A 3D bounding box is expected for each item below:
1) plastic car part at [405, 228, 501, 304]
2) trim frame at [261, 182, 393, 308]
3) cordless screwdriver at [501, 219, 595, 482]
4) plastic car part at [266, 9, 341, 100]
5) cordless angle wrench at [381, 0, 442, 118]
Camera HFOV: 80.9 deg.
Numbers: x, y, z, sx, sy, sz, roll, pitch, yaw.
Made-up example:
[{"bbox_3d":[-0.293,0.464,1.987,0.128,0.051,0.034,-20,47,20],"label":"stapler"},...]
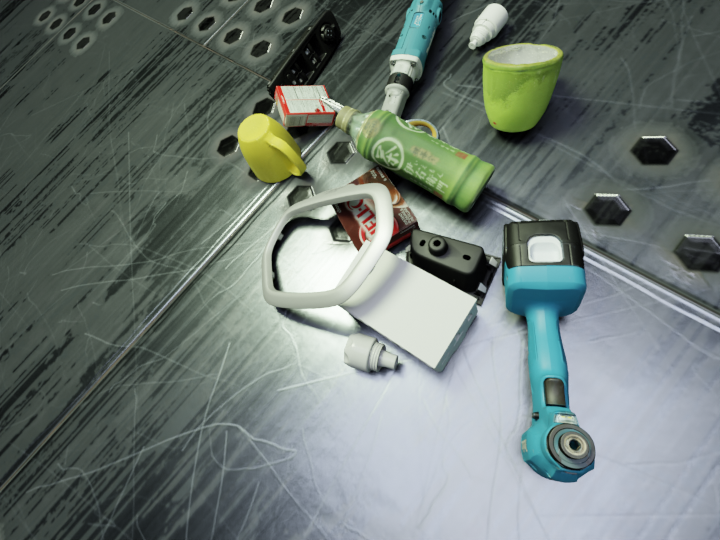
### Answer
[{"bbox_3d":[0.105,-0.017,0.522,0.122,0.068,0.066,23,75,23],"label":"plastic car part"},{"bbox_3d":[-0.055,-0.036,0.563,0.259,0.026,0.186,-7,63,45],"label":"trim frame"},{"bbox_3d":[0.182,0.064,0.409,0.076,0.152,0.253,-1,65,17],"label":"cordless screwdriver"},{"bbox_3d":[-0.105,-0.383,0.776,0.071,0.063,0.203,22,76,52],"label":"plastic car part"},{"bbox_3d":[0.105,-0.418,0.696,0.077,0.094,0.425,14,75,19],"label":"cordless angle wrench"}]
